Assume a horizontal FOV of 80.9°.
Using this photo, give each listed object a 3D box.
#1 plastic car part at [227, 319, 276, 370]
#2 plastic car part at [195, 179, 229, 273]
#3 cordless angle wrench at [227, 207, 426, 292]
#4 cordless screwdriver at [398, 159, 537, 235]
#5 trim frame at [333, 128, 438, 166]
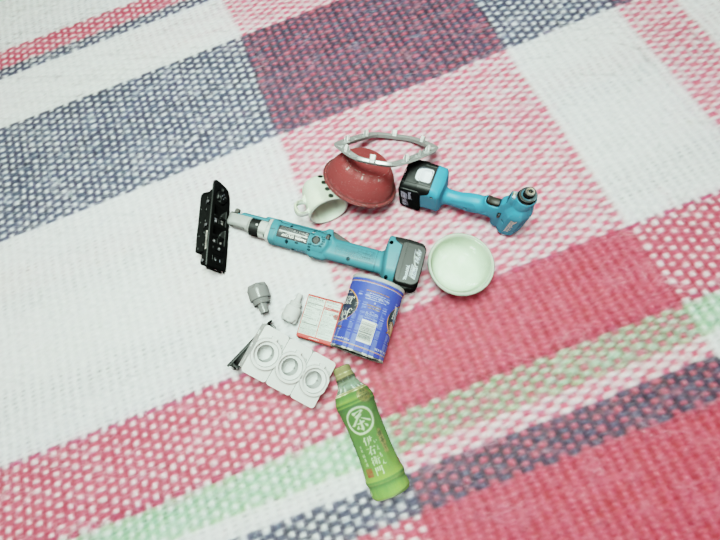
[{"bbox_3d":[-0.193,0.161,0.821,0.116,0.066,0.071,-44,90,-12],"label":"plastic car part"},{"bbox_3d":[-0.322,-0.095,0.918,0.070,0.063,0.206,-8,71,29],"label":"plastic car part"},{"bbox_3d":[-0.085,-0.056,0.870,0.434,0.072,0.098,15,75,14],"label":"cordless angle wrench"},{"bbox_3d":[0.202,-0.149,0.819,0.256,0.154,0.074,21,76,13],"label":"cordless screwdriver"},{"bbox_3d":[0.058,-0.254,0.863,0.193,0.027,0.242,25,35,27],"label":"trim frame"}]
